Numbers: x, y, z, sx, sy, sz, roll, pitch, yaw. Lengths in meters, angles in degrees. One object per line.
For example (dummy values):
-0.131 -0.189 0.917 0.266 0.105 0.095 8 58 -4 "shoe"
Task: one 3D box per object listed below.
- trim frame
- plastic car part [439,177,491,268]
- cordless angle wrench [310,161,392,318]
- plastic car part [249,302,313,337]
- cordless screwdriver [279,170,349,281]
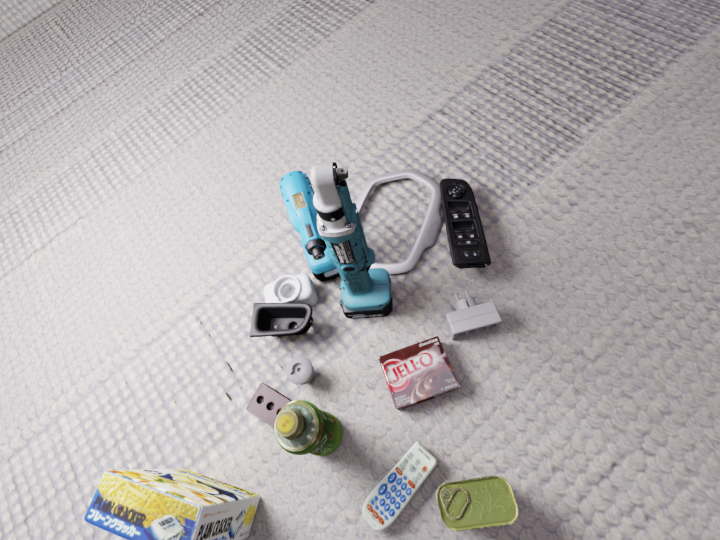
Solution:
0.069 -0.105 0.869 0.191 0.026 0.250 16 69 20 "trim frame"
0.194 -0.089 0.810 0.067 0.064 0.208 -7 63 8 "plastic car part"
-0.015 -0.026 0.635 0.099 0.406 0.076 -4 65 7 "cordless angle wrench"
-0.140 0.099 0.796 0.119 0.068 0.067 -3 65 11 "plastic car part"
-0.074 -0.048 0.755 0.074 0.239 0.165 -21 63 0 "cordless screwdriver"
